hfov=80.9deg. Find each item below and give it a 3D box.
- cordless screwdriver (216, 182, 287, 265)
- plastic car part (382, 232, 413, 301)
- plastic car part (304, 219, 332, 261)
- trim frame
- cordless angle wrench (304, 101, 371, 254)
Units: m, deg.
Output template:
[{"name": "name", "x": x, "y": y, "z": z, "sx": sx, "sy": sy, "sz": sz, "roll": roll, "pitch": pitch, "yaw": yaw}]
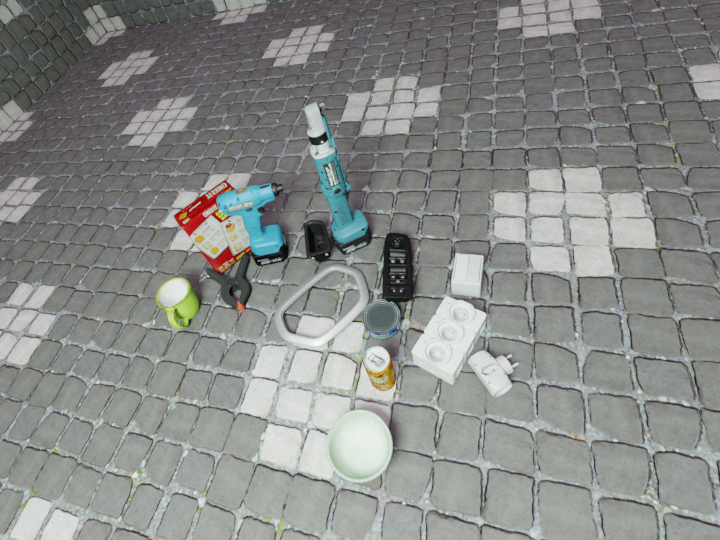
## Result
[{"name": "cordless screwdriver", "x": -0.241, "y": -0.120, "z": 1.075, "sx": 0.160, "sy": 0.237, "sz": 0.077, "roll": -13, "pitch": 52, "yaw": 5}, {"name": "plastic car part", "x": 0.090, "y": -0.004, "z": 0.995, "sx": 0.068, "sy": 0.064, "sz": 0.208, "roll": -5, "pitch": 53, "yaw": 12}, {"name": "plastic car part", "x": -0.108, "y": -0.071, "z": 1.105, "sx": 0.066, "sy": 0.068, "sz": 0.121, "roll": -15, "pitch": 51, "yaw": 4}, {"name": "trim frame", "x": -0.093, "y": 0.079, "z": 1.015, "sx": 0.246, "sy": 0.026, "sz": 0.194, "roll": -43, "pitch": 54, "yaw": -16}, {"name": "cordless angle wrench", "x": -0.059, "y": -0.197, "z": 0.969, "sx": 0.098, "sy": 0.404, "sz": 0.078, "roll": -23, "pitch": 52, "yaw": -4}]
